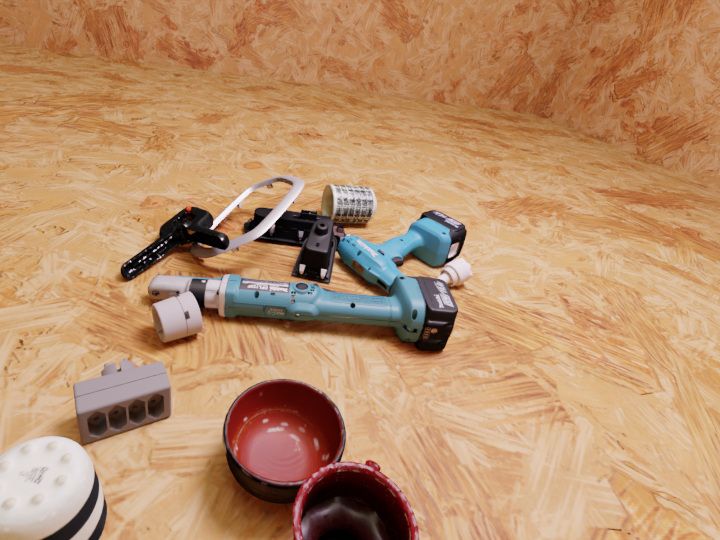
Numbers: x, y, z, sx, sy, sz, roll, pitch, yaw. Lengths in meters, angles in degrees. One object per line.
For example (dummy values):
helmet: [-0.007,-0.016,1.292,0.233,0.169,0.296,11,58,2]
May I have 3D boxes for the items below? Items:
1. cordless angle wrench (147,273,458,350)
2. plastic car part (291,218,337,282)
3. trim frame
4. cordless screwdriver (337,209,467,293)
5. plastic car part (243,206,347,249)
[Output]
cordless angle wrench: [-0.084,0.043,0.599,0.420,0.073,0.101,5,31,-5]
plastic car part: [-0.070,-0.046,0.721,0.066,0.069,0.119,12,47,-1]
trim frame: [-0.197,-0.100,0.746,0.192,0.026,0.249,-2,42,32]
cordless screwdriver: [0.098,-0.030,0.770,0.240,0.072,0.168,-19,42,-33]
plastic car part: [-0.120,-0.082,0.801,0.201,0.065,0.068,4,38,-7]
